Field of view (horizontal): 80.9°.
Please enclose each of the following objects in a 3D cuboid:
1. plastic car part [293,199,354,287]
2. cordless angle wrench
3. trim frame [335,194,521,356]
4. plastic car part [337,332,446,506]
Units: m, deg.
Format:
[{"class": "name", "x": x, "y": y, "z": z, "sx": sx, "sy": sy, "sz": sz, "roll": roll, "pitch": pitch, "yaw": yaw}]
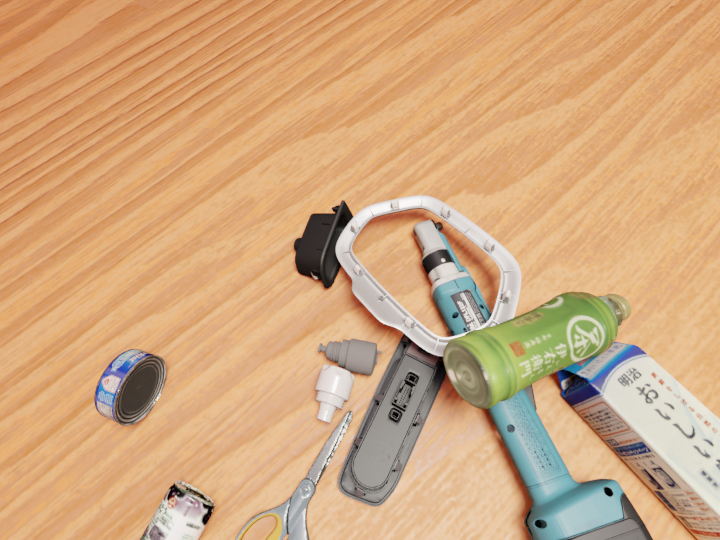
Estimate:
[{"class": "plastic car part", "x": -0.060, "y": -0.039, "z": 0.609, "sx": 0.074, "sy": 0.062, "sz": 0.117, "roll": 12, "pitch": 66, "yaw": 28}, {"class": "cordless angle wrench", "x": 0.153, "y": 0.109, "z": 0.493, "sx": 0.097, "sy": 0.071, "sz": 0.441, "roll": -18, "pitch": 59, "yaw": -5}, {"class": "trim frame", "x": 0.078, "y": -0.007, "z": 0.533, "sx": 0.183, "sy": 0.026, "sz": 0.261, "roll": -37, "pitch": 60, "yaw": -10}, {"class": "plastic car part", "x": 0.043, "y": 0.164, "z": 0.482, "sx": 0.068, "sy": 0.065, "sz": 0.203, "roll": 26, "pitch": 70, "yaw": 10}]
